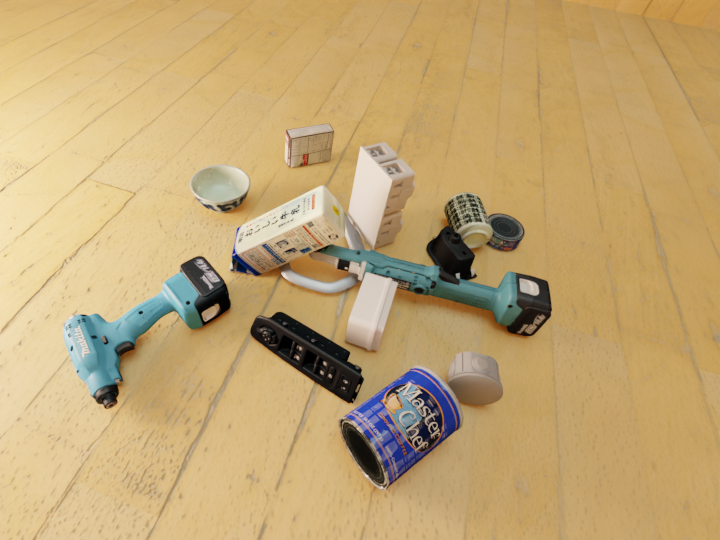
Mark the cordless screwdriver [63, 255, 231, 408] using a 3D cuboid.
[{"bbox_3d":[-0.324,0.091,0.672,0.244,0.072,0.167,-30,60,-24],"label":"cordless screwdriver"}]

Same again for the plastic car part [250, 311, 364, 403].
[{"bbox_3d":[-0.083,0.123,0.676,0.209,0.065,0.066,25,41,14],"label":"plastic car part"}]

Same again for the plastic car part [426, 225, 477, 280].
[{"bbox_3d":[0.182,-0.040,0.839,0.064,0.069,0.122,-14,56,-22],"label":"plastic car part"}]

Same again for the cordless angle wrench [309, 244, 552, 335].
[{"bbox_3d":[0.110,0.015,0.763,0.428,0.095,0.075,14,49,6],"label":"cordless angle wrench"}]

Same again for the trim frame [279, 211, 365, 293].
[{"bbox_3d":[-0.083,-0.054,0.851,0.181,0.027,0.260,-9,50,-13],"label":"trim frame"}]
